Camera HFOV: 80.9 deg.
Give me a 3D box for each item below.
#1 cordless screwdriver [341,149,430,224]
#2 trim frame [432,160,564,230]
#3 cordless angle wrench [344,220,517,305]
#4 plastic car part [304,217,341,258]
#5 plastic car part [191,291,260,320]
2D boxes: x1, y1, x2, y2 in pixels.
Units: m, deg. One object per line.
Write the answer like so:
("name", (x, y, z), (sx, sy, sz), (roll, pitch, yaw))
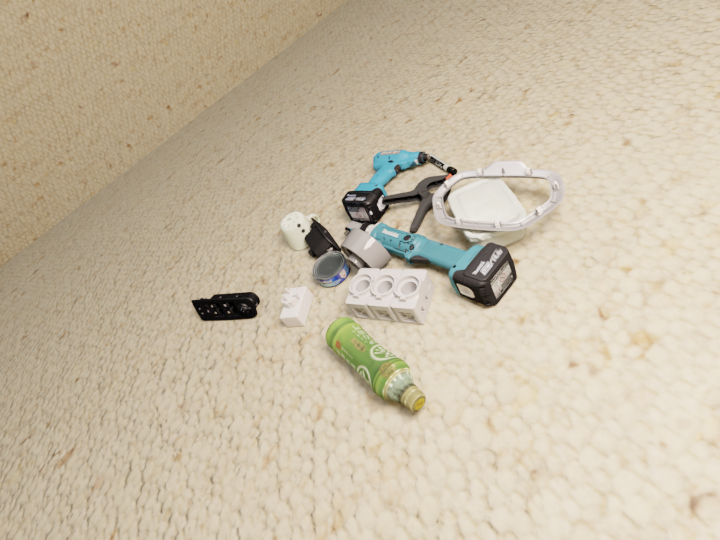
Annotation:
("cordless screwdriver", (0.068, -0.226, 1.085), (0.167, 0.071, 0.249), (4, 50, 37))
("trim frame", (0.256, -0.148, 0.821), (0.262, 0.026, 0.184), (10, 55, 42))
("cordless angle wrench", (0.108, -0.048, 0.887), (0.097, 0.070, 0.447), (-47, 39, -16))
("plastic car part", (-0.104, -0.068, 1.062), (0.071, 0.062, 0.123), (-44, 41, 11))
("plastic car part", (-0.328, 0.087, 1.062), (0.212, 0.065, 0.066), (-4, 22, 33))
